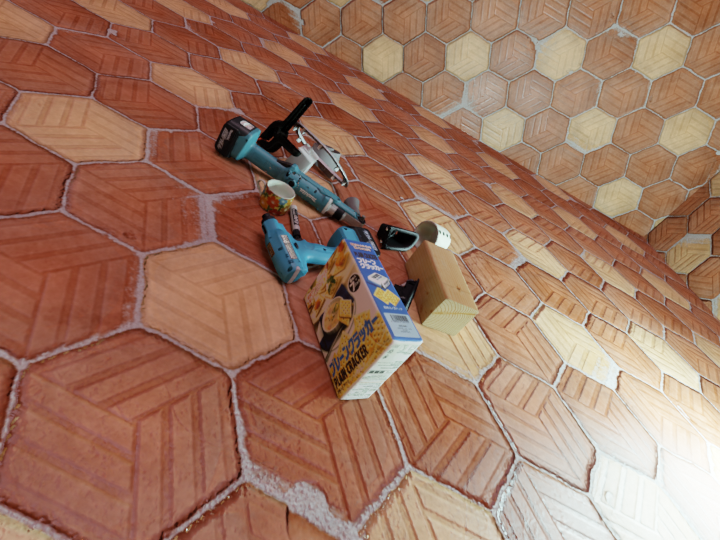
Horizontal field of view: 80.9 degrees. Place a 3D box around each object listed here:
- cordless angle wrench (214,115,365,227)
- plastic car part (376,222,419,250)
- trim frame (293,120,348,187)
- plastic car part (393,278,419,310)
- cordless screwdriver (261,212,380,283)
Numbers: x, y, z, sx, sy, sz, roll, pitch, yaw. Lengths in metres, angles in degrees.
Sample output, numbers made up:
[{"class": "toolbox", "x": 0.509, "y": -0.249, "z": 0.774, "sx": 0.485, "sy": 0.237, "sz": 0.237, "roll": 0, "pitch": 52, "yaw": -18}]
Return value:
[{"class": "cordless angle wrench", "x": -0.168, "y": -0.231, "z": 1.073, "sx": 0.421, "sy": 0.098, "sz": 0.074, "roll": 35, "pitch": 32, "yaw": -3}, {"class": "plastic car part", "x": 0.090, "y": -0.095, "z": 1.124, "sx": 0.111, "sy": 0.065, "sz": 0.075, "roll": 5, "pitch": 28, "yaw": -42}, {"class": "trim frame", "x": -0.116, "y": -0.324, "z": 1.187, "sx": 0.259, "sy": 0.027, "sz": 0.177, "roll": 46, "pitch": -6, "yaw": 22}, {"class": "plastic car part", "x": 0.071, "y": 0.077, "z": 0.864, "sx": 0.068, "sy": 0.065, "sz": 0.202, "roll": 24, "pitch": 32, "yaw": 4}, {"class": "cordless screwdriver", "x": -0.088, "y": -0.057, "z": 0.897, "sx": 0.238, "sy": 0.074, "sz": 0.166, "roll": -5, "pitch": 53, "yaw": -38}]
